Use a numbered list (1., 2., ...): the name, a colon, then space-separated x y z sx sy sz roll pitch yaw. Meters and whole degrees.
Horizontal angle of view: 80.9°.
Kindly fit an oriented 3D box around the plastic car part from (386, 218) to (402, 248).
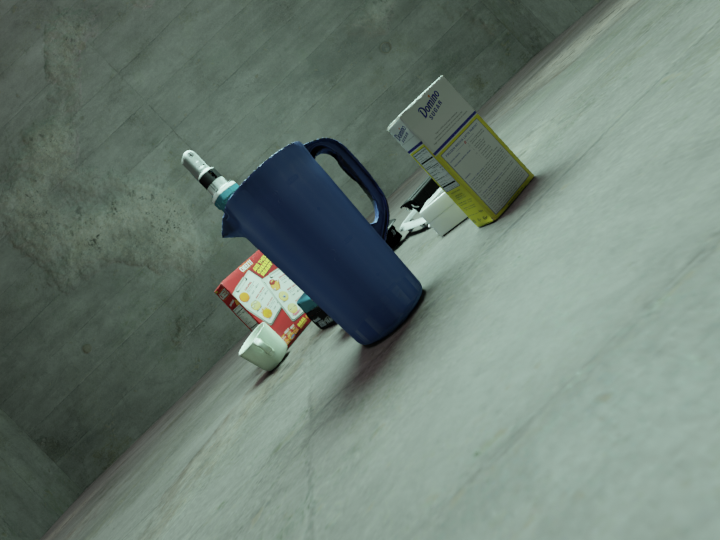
1. plastic car part: 0.038 -0.069 0.983 0.066 0.066 0.206 -45 7 -18

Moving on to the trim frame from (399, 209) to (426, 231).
1. trim frame: 0.166 -0.145 0.878 0.183 0.027 0.251 -45 7 -11

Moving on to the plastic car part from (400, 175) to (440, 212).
1. plastic car part: 0.147 -0.151 0.841 0.116 0.071 0.067 -45 4 -12

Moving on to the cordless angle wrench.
1. cordless angle wrench: -0.184 -0.069 0.798 0.073 0.422 0.099 -45 1 -33
